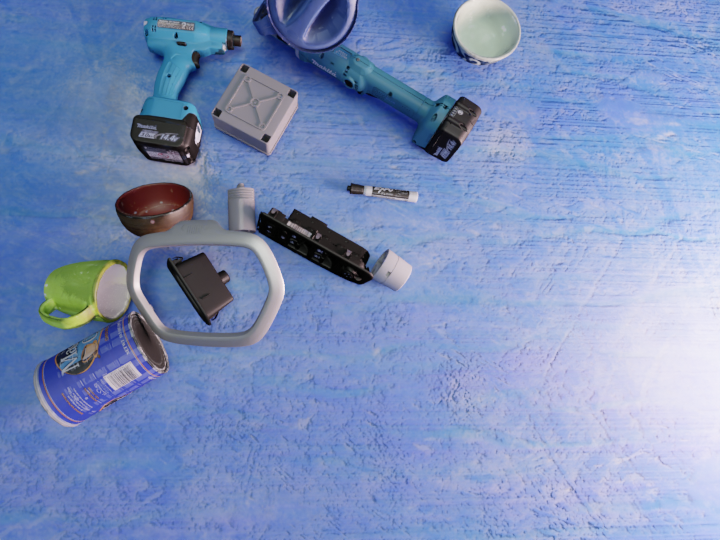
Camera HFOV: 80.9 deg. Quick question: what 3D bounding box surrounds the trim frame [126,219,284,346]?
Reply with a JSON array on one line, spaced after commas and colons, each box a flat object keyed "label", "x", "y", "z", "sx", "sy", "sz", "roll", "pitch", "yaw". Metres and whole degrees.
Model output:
[{"label": "trim frame", "x": -0.225, "y": 0.021, "z": 0.600, "sx": 0.255, "sy": 0.027, "sz": 0.182, "roll": 0, "pitch": 101, "yaw": 16}]

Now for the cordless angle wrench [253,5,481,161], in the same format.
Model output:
[{"label": "cordless angle wrench", "x": -0.005, "y": -0.335, "z": 0.720, "sx": 0.427, "sy": 0.097, "sz": 0.074, "roll": 33, "pitch": 77, "yaw": 4}]

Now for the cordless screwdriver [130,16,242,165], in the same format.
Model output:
[{"label": "cordless screwdriver", "x": -0.285, "y": -0.302, "z": 0.700, "sx": 0.158, "sy": 0.074, "sz": 0.252, "roll": 3, "pitch": 77, "yaw": -5}]

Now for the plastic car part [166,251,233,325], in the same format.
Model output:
[{"label": "plastic car part", "x": -0.243, "y": 0.020, "z": 0.661, "sx": 0.070, "sy": 0.067, "sz": 0.116, "roll": -37, "pitch": 91, "yaw": -25}]

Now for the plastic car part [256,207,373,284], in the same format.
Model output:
[{"label": "plastic car part", "x": -0.067, "y": -0.044, "z": 0.685, "sx": 0.204, "sy": 0.066, "sz": 0.067, "roll": 33, "pitch": 54, "yaw": 2}]
